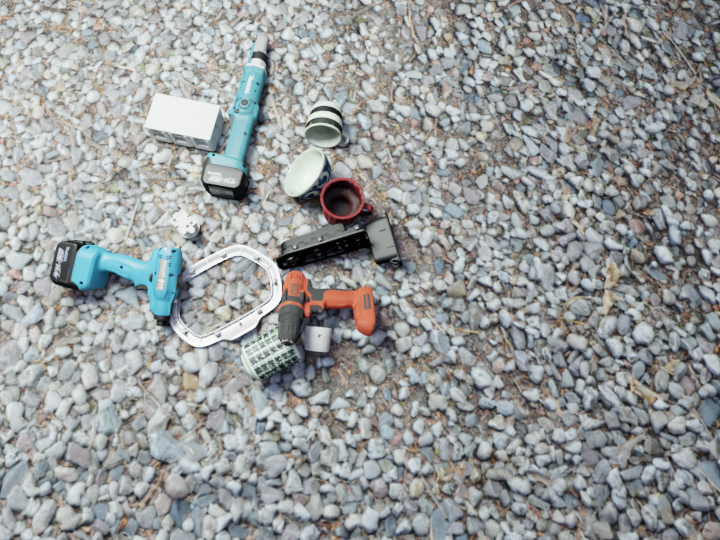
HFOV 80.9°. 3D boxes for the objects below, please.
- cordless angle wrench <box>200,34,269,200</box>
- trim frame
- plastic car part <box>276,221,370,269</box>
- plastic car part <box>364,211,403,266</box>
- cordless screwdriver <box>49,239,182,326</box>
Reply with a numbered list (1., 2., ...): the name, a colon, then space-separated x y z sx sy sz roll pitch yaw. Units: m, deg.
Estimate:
1. cordless angle wrench: -0.268 -0.372 0.979 0.098 0.073 0.428 9 73 -1
2. trim frame: -0.286 0.052 0.890 0.246 0.027 0.188 -29 79 -10
3. plastic car part: -0.087 -0.057 0.891 0.204 0.064 0.069 -20 66 4
4. plastic car part: 0.043 -0.060 0.913 0.071 0.064 0.119 -20 74 6
5. cordless screwdriver: -0.490 0.021 0.859 0.251 0.074 0.159 6 88 4
